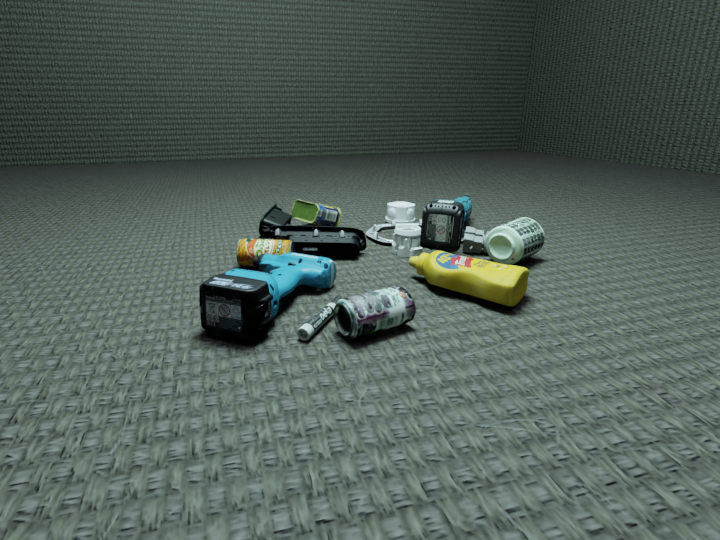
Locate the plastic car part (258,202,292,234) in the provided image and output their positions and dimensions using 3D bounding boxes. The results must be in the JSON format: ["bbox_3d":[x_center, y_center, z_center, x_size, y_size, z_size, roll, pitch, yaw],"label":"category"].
[{"bbox_3d":[-0.204,-0.115,1.051,0.071,0.065,0.118,15,23,-2],"label":"plastic car part"}]

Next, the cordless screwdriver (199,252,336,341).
[{"bbox_3d":[-0.158,0.020,0.666,0.165,0.073,0.243,8,18,22],"label":"cordless screwdriver"}]

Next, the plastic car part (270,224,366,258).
[{"bbox_3d":[-0.086,-0.056,0.878,0.202,0.064,0.069,-1,29,-3],"label":"plastic car part"}]

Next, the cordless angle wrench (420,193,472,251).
[{"bbox_3d":[0.224,-0.134,0.996,0.077,0.096,0.414,8,18,19],"label":"cordless angle wrench"}]

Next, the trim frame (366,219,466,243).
[{"bbox_3d":[0.137,-0.094,1.024,0.246,0.027,0.190,-1,21,-7],"label":"trim frame"}]
